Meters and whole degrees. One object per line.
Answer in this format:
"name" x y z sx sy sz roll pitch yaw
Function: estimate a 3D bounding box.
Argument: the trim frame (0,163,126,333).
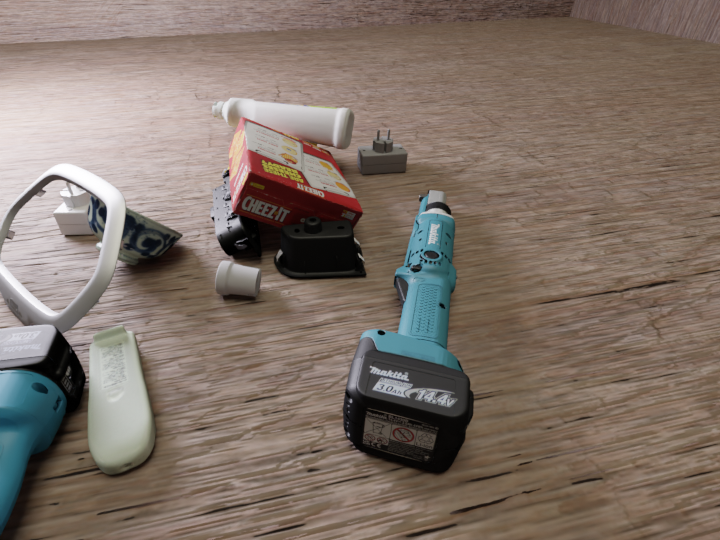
"trim frame" -0.352 -0.030 0.485 0.261 0.026 0.184 23 82 28

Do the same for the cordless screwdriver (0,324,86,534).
"cordless screwdriver" -0.292 0.159 0.288 0.157 0.072 0.261 -10 42 -12

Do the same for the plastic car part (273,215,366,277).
"plastic car part" -0.052 -0.034 0.536 0.115 0.069 0.068 -1 36 -6

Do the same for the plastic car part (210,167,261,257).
"plastic car part" -0.185 -0.086 0.614 0.066 0.063 0.213 -23 40 -8

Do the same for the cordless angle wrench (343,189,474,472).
"cordless angle wrench" 0.076 0.005 0.486 0.100 0.072 0.426 8 36 10
